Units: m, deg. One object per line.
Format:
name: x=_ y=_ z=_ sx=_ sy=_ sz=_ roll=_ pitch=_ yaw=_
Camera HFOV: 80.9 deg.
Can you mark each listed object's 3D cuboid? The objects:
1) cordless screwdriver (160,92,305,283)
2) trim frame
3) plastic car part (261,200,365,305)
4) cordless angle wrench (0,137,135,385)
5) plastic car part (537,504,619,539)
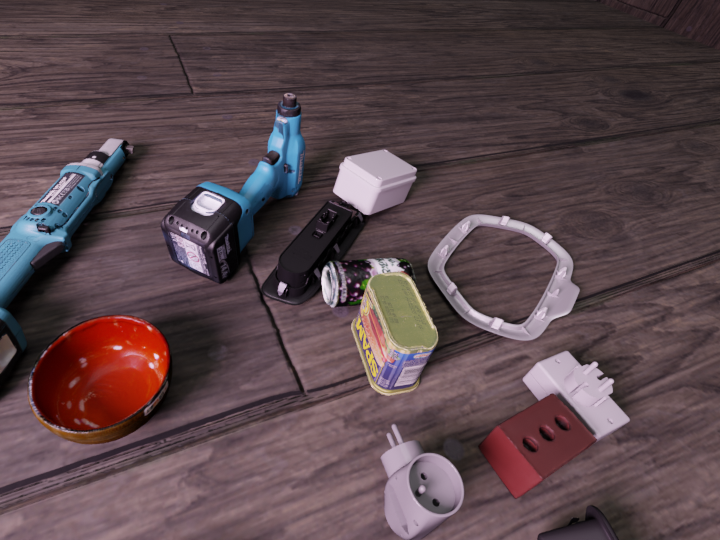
cordless screwdriver: x=-0.144 y=-0.113 z=0.544 sx=0.076 sy=0.156 sz=0.249 roll=23 pitch=48 yaw=8
trim frame: x=0.202 y=-0.005 z=0.587 sx=0.191 sy=0.027 sz=0.244 roll=33 pitch=48 yaw=20
plastic car part: x=-0.054 y=-0.035 z=0.552 sx=0.067 sy=0.066 sz=0.202 roll=28 pitch=50 yaw=4
cordless angle wrench: x=-0.375 y=-0.049 z=0.506 sx=0.097 sy=0.073 sz=0.436 roll=6 pitch=43 yaw=-7
plastic car part: x=0.173 y=0.251 z=0.315 sx=0.071 sy=0.063 sz=0.122 roll=-13 pitch=45 yaw=-5
